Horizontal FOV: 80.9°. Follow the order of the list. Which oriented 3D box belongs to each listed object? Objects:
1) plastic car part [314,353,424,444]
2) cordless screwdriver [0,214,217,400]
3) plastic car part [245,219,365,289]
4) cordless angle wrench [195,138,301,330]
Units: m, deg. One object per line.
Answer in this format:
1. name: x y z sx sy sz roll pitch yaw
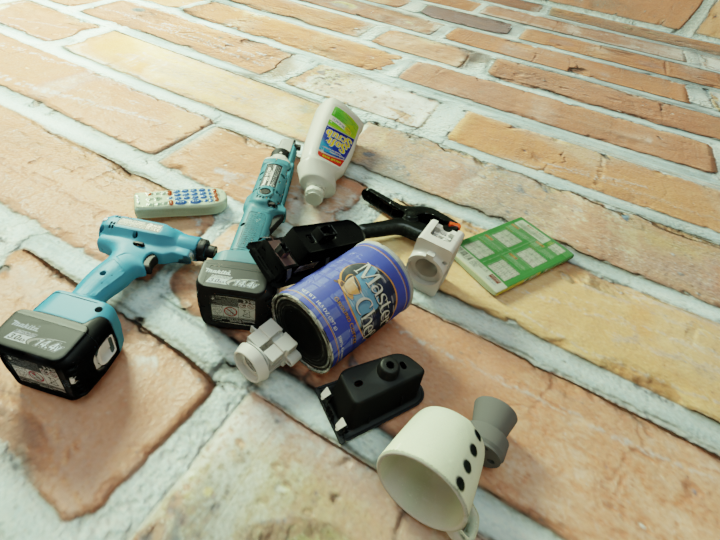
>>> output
1. plastic car part: 0.018 0.122 0.453 0.114 0.069 0.069 -18 52 -20
2. cordless screwdriver: -0.285 0.027 0.509 0.160 0.072 0.254 9 41 0
3. plastic car part: -0.054 -0.036 0.557 0.068 0.067 0.195 47 26 15
4. cordless angle wrench: -0.147 -0.100 0.657 0.098 0.072 0.434 6 43 -4
